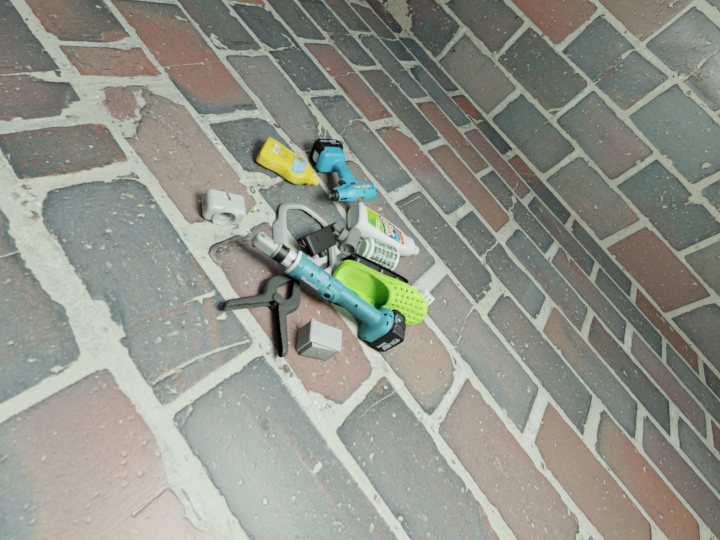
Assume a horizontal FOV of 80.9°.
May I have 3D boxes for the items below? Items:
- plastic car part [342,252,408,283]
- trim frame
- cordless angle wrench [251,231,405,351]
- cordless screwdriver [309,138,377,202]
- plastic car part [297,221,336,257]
[{"bbox_3d":[0.047,0.017,1.155,0.194,0.068,0.068,21,56,-26],"label":"plastic car part"},{"bbox_3d":[-0.144,-0.080,1.107,0.175,0.028,0.257,14,51,-33],"label":"trim frame"},{"bbox_3d":[-0.073,0.042,0.982,0.410,0.099,0.075,37,38,-16],"label":"cordless angle wrench"},{"bbox_3d":[-0.076,-0.293,1.263,0.153,0.074,0.261,-12,53,-34],"label":"cordless screwdriver"},{"bbox_3d":[-0.105,-0.069,1.074,0.114,0.068,0.070,-36,99,-46],"label":"plastic car part"}]
